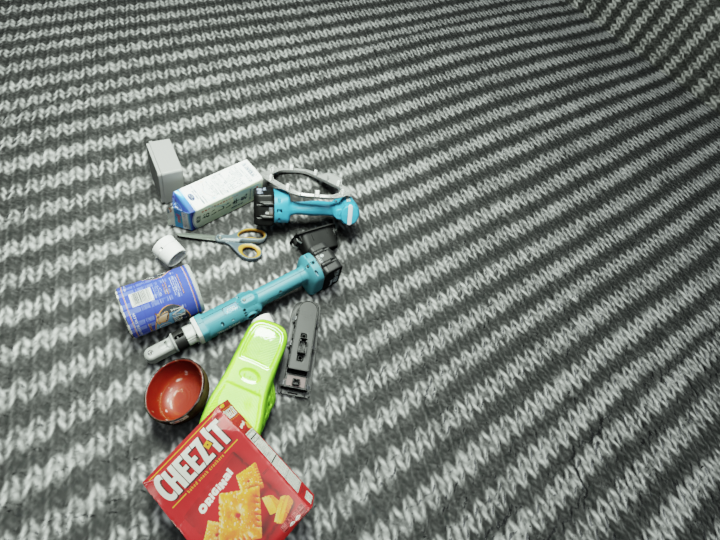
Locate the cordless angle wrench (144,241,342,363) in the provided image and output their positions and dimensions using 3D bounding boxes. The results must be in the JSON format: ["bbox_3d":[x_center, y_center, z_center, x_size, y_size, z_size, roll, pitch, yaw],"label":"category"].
[{"bbox_3d":[-0.232,0.072,0.864,0.415,0.096,0.077,-28,69,-22],"label":"cordless angle wrench"}]

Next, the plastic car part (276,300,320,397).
[{"bbox_3d":[-0.121,0.145,0.858,0.066,0.065,0.208,7,54,-2],"label":"plastic car part"}]

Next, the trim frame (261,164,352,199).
[{"bbox_3d":[-0.133,-0.221,1.038,0.177,0.027,0.263,-13,32,-38],"label":"trim frame"}]

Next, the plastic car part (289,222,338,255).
[{"bbox_3d":[-0.098,-0.064,0.998,0.113,0.067,0.072,-16,80,-26],"label":"plastic car part"}]

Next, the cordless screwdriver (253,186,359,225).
[{"bbox_3d":[-0.133,-0.159,1.024,0.247,0.073,0.164,1,22,-6],"label":"cordless screwdriver"}]
